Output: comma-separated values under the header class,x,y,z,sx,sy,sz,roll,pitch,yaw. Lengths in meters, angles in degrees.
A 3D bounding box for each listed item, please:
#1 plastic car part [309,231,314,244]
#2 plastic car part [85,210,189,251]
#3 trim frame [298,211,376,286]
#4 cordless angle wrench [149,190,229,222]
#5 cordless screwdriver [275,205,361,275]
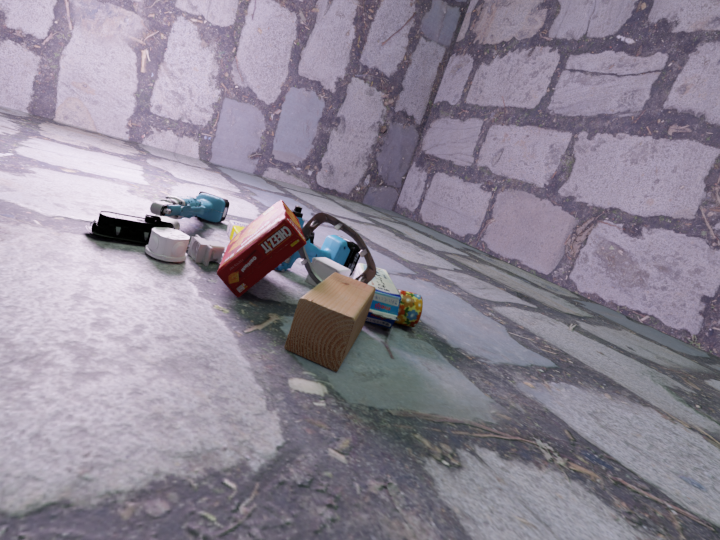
class,x,y,z,sx,sy,sz,roll,pitch,yaw
plastic car part,-0.163,-0.095,1.284,0.065,0.070,0.119,15,11,-11
plastic car part,-0.459,-0.085,0.886,0.193,0.066,0.070,5,26,-36
trim frame,-0.058,-0.020,0.860,0.027,0.252,0.185,-37,90,-35
cordless angle wrench,-0.437,-0.161,1.083,0.097,0.074,0.426,18,7,-5
cordless screwdriver,-0.105,-0.068,1.070,0.236,0.158,0.079,9,16,-44
